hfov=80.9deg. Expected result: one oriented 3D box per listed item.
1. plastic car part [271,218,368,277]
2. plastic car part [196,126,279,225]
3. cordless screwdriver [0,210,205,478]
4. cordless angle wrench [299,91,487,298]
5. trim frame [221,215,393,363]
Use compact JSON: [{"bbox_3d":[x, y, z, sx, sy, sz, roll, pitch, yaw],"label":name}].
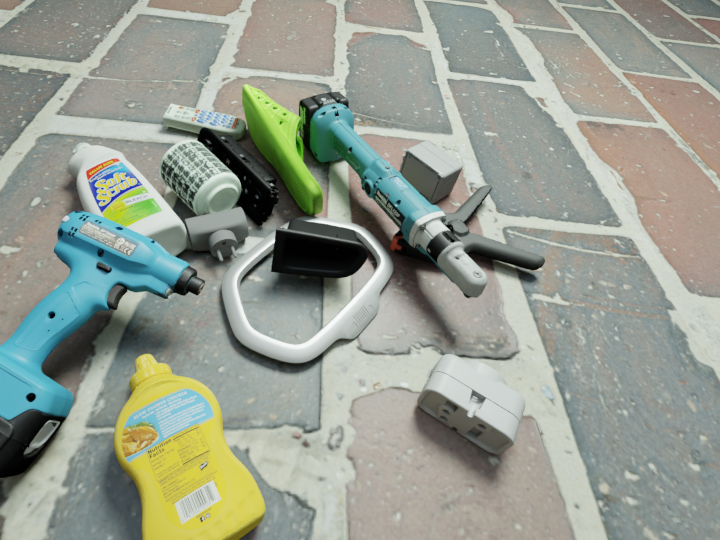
[{"bbox_3d":[-0.054,-0.035,0.548,0.115,0.064,0.073,6,36,-9],"label":"plastic car part"},{"bbox_3d":[-0.187,-0.159,0.655,0.212,0.065,0.065,41,46,24],"label":"plastic car part"},{"bbox_3d":[-0.276,0.069,0.412,0.159,0.074,0.251,23,63,-1],"label":"cordless screwdriver"},{"bbox_3d":[0.032,-0.125,0.613,0.073,0.095,0.445,-20,52,-22],"label":"cordless angle wrench"},{"bbox_3d":[-0.064,0.013,0.552,0.191,0.027,0.245,32,52,19],"label":"trim frame"}]
